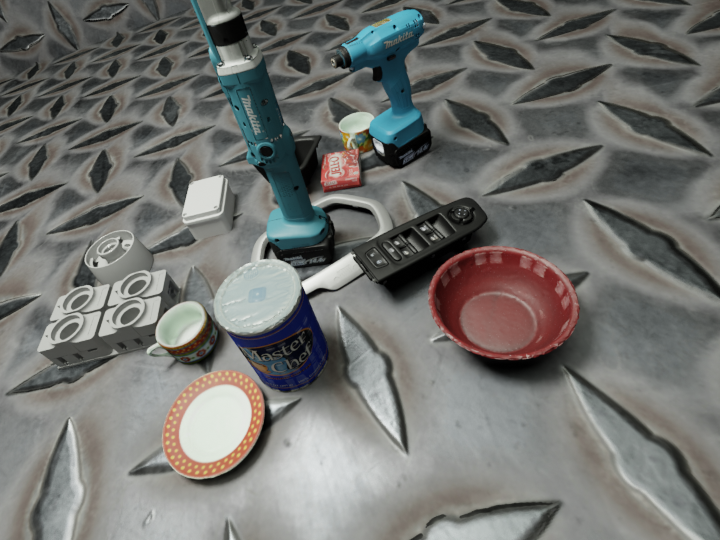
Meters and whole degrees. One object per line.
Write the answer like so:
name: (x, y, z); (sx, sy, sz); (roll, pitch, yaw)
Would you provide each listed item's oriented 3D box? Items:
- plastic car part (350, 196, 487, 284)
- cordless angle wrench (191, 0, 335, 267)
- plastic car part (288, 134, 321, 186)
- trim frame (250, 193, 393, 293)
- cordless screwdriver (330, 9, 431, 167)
plastic car part: (0.091, -0.036, 0.600); (0.201, 0.064, 0.070); (-30, 48, -11)
cordless angle wrench: (-0.120, -0.167, 0.549); (0.099, 0.404, 0.076); (-6, 47, 8)
plastic car part: (-0.112, -0.199, 0.807); (0.068, 0.068, 0.119); (0, 49, 15)
trim frame: (-0.067, -0.044, 0.681); (0.246, 0.026, 0.195); (-33, 48, -13)
cordless screwdriver: (0.041, -0.292, 0.727); (0.157, 0.238, 0.078); (-30, 48, -13)
